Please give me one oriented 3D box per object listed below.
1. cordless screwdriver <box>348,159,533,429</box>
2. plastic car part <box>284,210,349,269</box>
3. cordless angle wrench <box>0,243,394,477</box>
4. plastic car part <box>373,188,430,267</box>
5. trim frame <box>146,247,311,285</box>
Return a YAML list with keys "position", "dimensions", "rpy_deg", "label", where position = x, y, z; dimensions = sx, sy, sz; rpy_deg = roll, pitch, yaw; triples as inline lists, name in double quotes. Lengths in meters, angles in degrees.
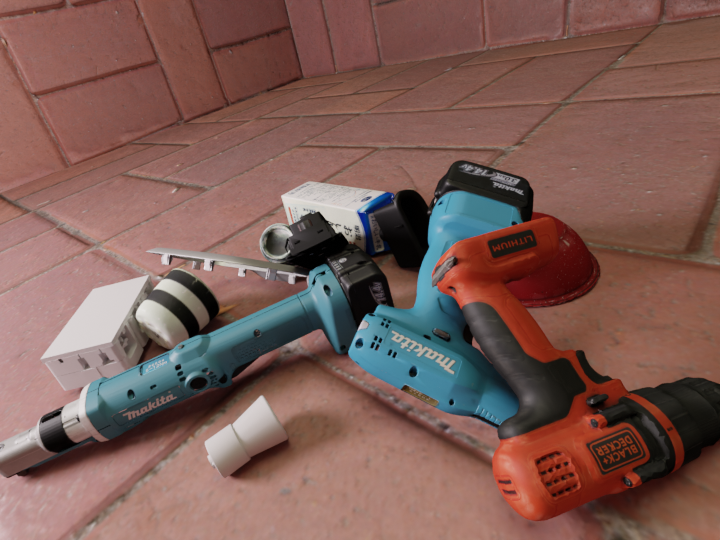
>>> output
- position: [0.110, 0.014, 0.400]
  dimensions: [0.163, 0.072, 0.249]
  rpy_deg: [23, 58, 12]
  label: "cordless screwdriver"
- position: [-0.053, -0.035, 0.543]
  dimensions: [0.066, 0.069, 0.198]
  rpy_deg: [-32, -11, 1]
  label: "plastic car part"
- position: [-0.168, 0.100, 0.440]
  dimensions: [0.419, 0.094, 0.078]
  rpy_deg: [-24, 34, -8]
  label: "cordless angle wrench"
- position: [0.060, -0.050, 0.568]
  dimensions: [0.073, 0.114, 0.065]
  rpy_deg: [-20, 16, 47]
  label: "plastic car part"
- position: [-0.165, -0.004, 0.559]
  dimensions: [0.260, 0.028, 0.175]
  rpy_deg: [5, -4, 31]
  label: "trim frame"
